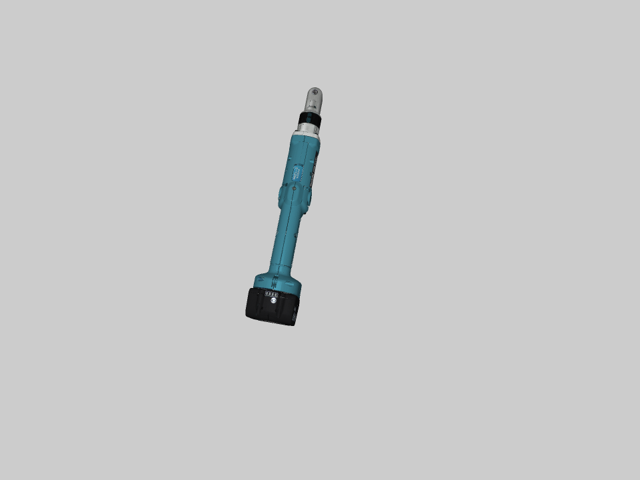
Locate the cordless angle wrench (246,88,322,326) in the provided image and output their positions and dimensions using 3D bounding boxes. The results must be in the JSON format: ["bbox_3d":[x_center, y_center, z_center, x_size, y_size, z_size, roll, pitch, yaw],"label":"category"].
[{"bbox_3d":[-0.043,-0.072,0.723,0.074,0.422,0.098,9,-13,4],"label":"cordless angle wrench"}]
